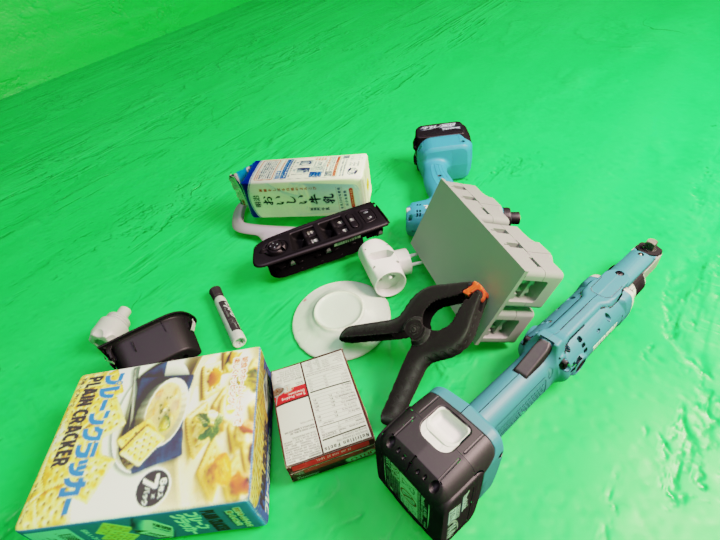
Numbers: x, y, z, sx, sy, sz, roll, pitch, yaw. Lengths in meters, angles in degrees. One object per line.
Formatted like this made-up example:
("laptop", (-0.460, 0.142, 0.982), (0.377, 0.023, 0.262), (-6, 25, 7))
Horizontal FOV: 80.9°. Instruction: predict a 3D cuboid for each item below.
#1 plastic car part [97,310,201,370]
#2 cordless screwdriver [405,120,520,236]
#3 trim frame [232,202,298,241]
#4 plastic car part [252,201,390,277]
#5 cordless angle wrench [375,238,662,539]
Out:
("plastic car part", (-0.256, 0.106, 0.536), (0.114, 0.064, 0.074), (-26, 58, -19))
("cordless screwdriver", (0.159, -0.149, 0.690), (0.163, 0.071, 0.254), (-2, 47, 12))
("trim frame", (-0.111, -0.108, 0.749), (0.256, 0.026, 0.186), (4, 44, 17))
("plastic car part", (-0.061, -0.040, 0.629), (0.201, 0.064, 0.069), (-17, 49, -9))
("cordless angle wrench", (0.195, 0.080, 0.427), (0.415, 0.094, 0.079), (-32, 45, -25))
